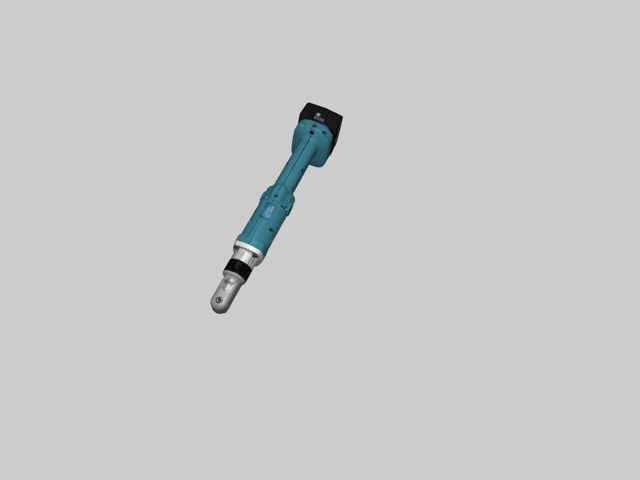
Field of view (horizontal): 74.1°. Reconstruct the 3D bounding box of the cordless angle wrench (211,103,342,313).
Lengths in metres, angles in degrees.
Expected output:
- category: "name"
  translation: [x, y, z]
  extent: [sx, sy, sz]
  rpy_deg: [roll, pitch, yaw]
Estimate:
- category: "cordless angle wrench"
  translation: [-0.075, -0.063, 0.731]
  extent: [0.074, 0.421, 0.098]
  rpy_deg: [24, -28, 5]
